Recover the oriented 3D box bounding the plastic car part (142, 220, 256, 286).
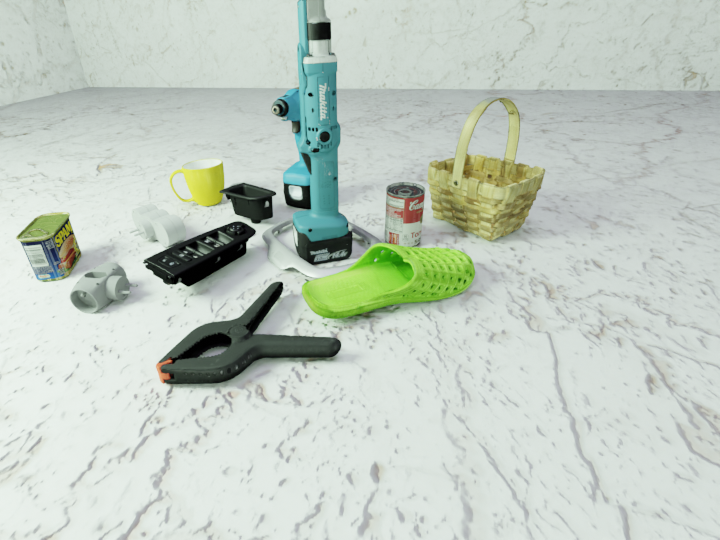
[{"bbox_3d":[-0.246,-0.025,0.691,0.069,0.065,0.200,15,35,25],"label":"plastic car part"}]

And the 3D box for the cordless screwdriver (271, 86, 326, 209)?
[{"bbox_3d":[-0.128,-0.247,0.877,0.077,0.242,0.158,11,32,18],"label":"cordless screwdriver"}]

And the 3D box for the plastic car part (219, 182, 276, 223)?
[{"bbox_3d":[-0.222,-0.132,0.862,0.123,0.069,0.064,22,37,34],"label":"plastic car part"}]

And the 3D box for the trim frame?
[{"bbox_3d":[-0.074,-0.048,0.755,0.179,0.027,0.263,-22,36,-28],"label":"trim frame"}]

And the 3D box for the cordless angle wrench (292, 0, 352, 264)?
[{"bbox_3d":[-0.063,-0.210,0.650,0.096,0.411,0.078,-8,31,-14],"label":"cordless angle wrench"}]
